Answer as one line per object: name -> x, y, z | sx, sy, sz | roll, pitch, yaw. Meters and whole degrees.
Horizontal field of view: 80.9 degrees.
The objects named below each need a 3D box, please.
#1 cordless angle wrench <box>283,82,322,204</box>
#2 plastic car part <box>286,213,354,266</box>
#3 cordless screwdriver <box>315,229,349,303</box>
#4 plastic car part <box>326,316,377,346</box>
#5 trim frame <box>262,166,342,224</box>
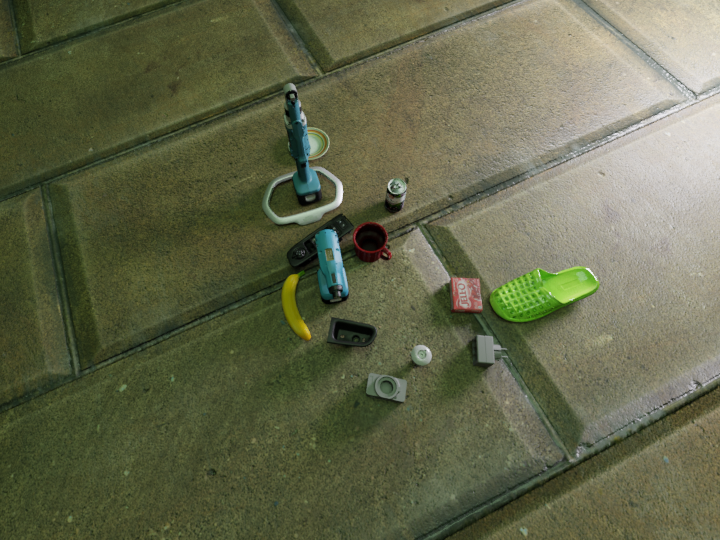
cordless angle wrench -> -0.157, -0.319, 1.100 | 0.074, 0.412, 0.101 | -15, 68, -7
plastic car part -> -0.115, -0.075, 1.174 | 0.201, 0.065, 0.069 | -34, 69, -11
cordless screwdriver -> -0.067, 0.024, 1.027 | 0.074, 0.242, 0.164 | -10, 67, -5
plastic car part -> -0.020, 0.164, 1.053 | 0.118, 0.069, 0.067 | 9, 67, 7
trim frame -> -0.175, -0.223, 1.269 | 0.247, 0.027, 0.191 | -18, 65, -4
